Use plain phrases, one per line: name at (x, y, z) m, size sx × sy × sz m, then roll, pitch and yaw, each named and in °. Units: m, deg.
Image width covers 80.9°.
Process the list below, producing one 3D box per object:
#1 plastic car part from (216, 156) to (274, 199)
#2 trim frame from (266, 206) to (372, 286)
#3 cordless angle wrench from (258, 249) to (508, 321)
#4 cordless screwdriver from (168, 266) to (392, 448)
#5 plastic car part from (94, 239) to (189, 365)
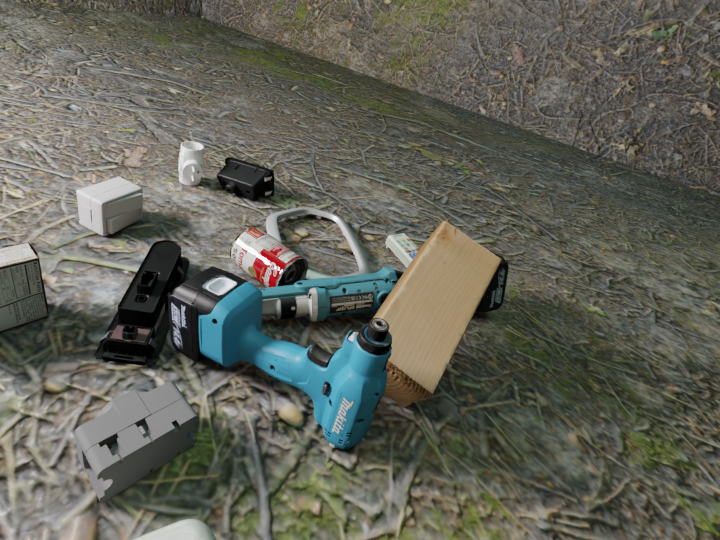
plastic car part at (-0.241, -0.180, 0.861) m, size 0.119 × 0.064 × 0.071 m, roll 19°, pitch 47°, yaw 11°
trim frame at (-0.074, -0.048, 0.754) m, size 0.179 × 0.027 × 0.261 m, roll 0°, pitch 34°, yaw -20°
cordless angle wrench at (0.025, 0.031, 0.625) m, size 0.410 × 0.096 × 0.078 m, roll -6°, pitch 19°, yaw -21°
cordless screwdriver at (-0.089, 0.070, 0.452) m, size 0.258 × 0.156 × 0.073 m, roll 26°, pitch 33°, yaw 18°
plastic car part at (-0.270, 0.024, 0.542) m, size 0.065 × 0.065 × 0.210 m, roll 3°, pitch 32°, yaw -9°
